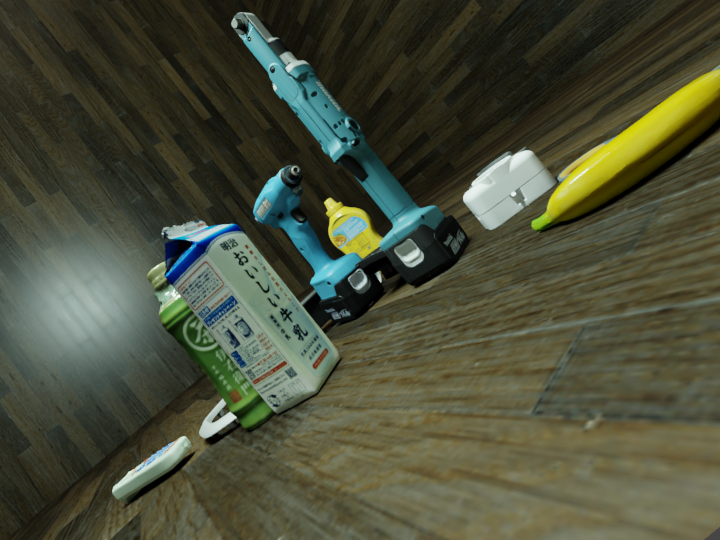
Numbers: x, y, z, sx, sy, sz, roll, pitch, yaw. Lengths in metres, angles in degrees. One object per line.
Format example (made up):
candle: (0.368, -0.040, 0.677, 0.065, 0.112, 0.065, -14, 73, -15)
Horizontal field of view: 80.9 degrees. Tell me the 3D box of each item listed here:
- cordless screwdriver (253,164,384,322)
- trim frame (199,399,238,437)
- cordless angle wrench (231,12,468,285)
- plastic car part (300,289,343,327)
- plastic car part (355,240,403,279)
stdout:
cordless screwdriver: (-0.064, -0.042, 0.656, 0.073, 0.249, 0.162, -38, 0, -31)
trim frame: (-0.159, 0.174, 0.668, 0.187, 0.027, 0.245, -36, 6, 30)
cordless angle wrench: (-0.026, -0.173, 0.559, 0.075, 0.424, 0.096, -40, -1, 38)
plastic car part: (-0.060, 0.059, 0.743, 0.115, 0.071, 0.067, -40, 2, -19)
plastic car part: (0.067, -0.032, 0.675, 0.067, 0.067, 0.200, -38, 4, 30)
